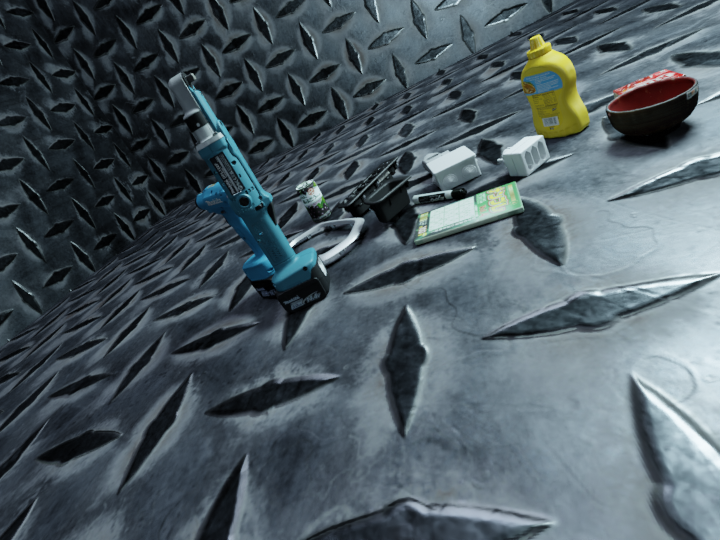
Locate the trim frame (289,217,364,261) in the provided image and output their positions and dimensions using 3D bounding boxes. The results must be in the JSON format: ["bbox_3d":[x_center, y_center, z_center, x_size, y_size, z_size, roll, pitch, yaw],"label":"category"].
[{"bbox_3d":[-0.092,-0.060,0.942,0.261,0.026,0.182,4,41,51],"label":"trim frame"}]

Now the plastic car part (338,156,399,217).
[{"bbox_3d":[0.024,-0.195,1.023,0.200,0.065,0.069,-43,26,-27],"label":"plastic car part"}]

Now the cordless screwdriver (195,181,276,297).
[{"bbox_3d":[-0.230,-0.062,0.841,0.166,0.240,0.073,-5,31,46],"label":"cordless screwdriver"}]

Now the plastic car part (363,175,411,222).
[{"bbox_3d":[0.060,-0.138,0.871,0.069,0.068,0.115,-3,35,48],"label":"plastic car part"}]

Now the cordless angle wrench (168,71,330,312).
[{"bbox_3d":[-0.186,-0.121,0.701,0.099,0.409,0.076,-25,21,10],"label":"cordless angle wrench"}]
